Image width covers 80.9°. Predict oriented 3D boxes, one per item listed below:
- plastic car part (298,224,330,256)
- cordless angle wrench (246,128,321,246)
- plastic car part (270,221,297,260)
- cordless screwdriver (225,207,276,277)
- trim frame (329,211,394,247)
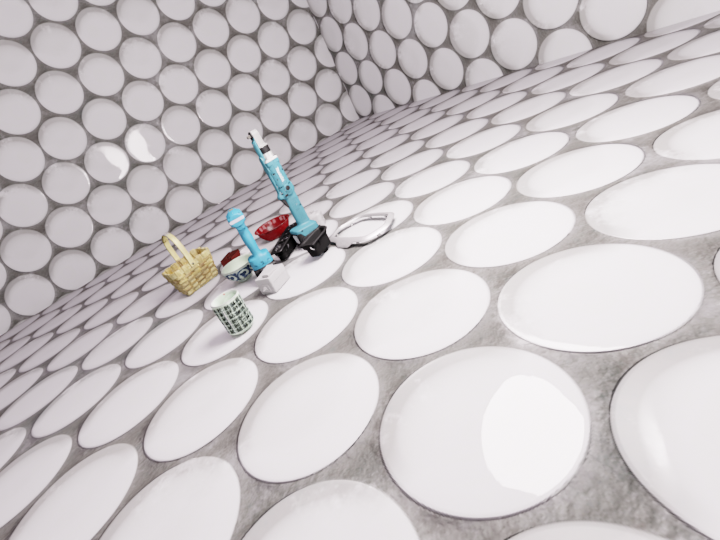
[{"bbox_3d":[-0.129,-0.084,1.319,0.069,0.068,0.115,-8,30,39],"label":"plastic car part"},{"bbox_3d":[-0.252,-0.270,1.398,0.096,0.409,0.078,-36,22,-24],"label":"cordless angle wrench"},{"bbox_3d":[-0.257,-0.098,1.484,0.068,0.065,0.204,-17,26,25],"label":"plastic car part"},{"bbox_3d":[-0.353,-0.090,1.355,0.074,0.241,0.166,-31,21,-10],"label":"cordless screwdriver"},{"bbox_3d":[0.001,-0.130,1.324,0.181,0.026,0.261,-41,27,-28],"label":"trim frame"}]
